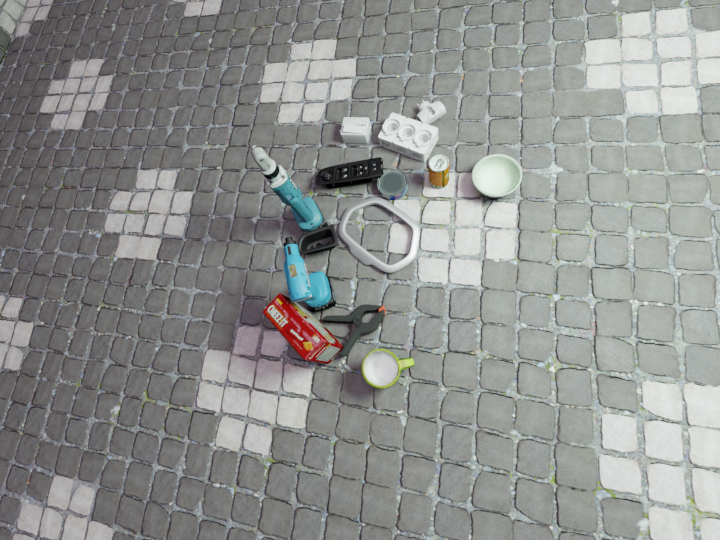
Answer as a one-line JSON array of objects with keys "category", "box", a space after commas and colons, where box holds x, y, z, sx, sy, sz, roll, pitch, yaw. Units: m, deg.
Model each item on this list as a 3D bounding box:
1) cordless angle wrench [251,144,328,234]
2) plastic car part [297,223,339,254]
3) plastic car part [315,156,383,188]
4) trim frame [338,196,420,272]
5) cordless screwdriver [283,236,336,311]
[{"category": "cordless angle wrench", "box": [-0.179, -0.195, 1.078, 0.075, 0.407, 0.101, -28, 72, 3]}, {"category": "plastic car part", "box": [-0.118, -0.077, 1.208, 0.118, 0.068, 0.068, -17, 71, 9]}, {"category": "plastic car part", "box": [-0.032, -0.282, 1.249, 0.207, 0.064, 0.067, -4, 74, 14]}, {"category": "trim frame", "box": [0.051, -0.103, 1.192, 0.259, 0.026, 0.184, 39, 86, 22]}, {"category": "cordless screwdriver", "box": [-0.137, 0.018, 1.092, 0.075, 0.239, 0.163, -17, 72, 6]}]
